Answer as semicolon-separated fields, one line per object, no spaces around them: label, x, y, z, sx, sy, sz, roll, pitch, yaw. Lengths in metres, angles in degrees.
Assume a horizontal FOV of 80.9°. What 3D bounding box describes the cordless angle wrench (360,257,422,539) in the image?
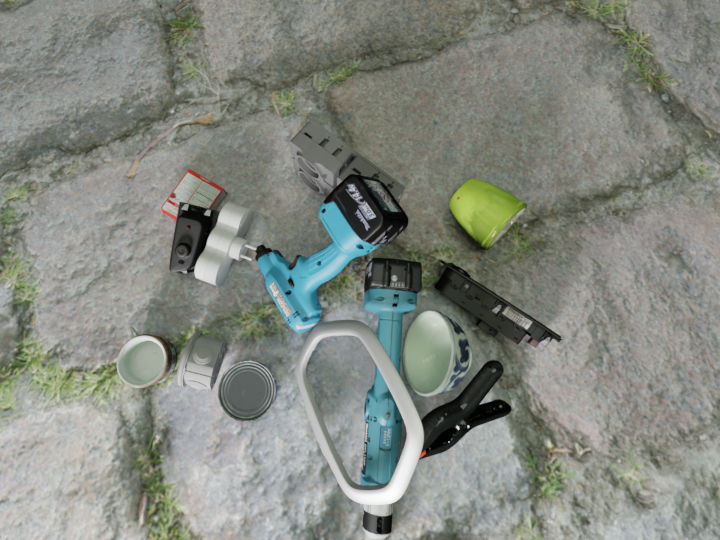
cordless angle wrench;0.033;0.196;0.604;0.074;0.097;0.428;5;78;-4

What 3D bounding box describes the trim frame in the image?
trim frame;-0.013;0.184;0.580;0.186;0.026;0.260;-46;58;25

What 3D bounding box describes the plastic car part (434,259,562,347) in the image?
plastic car part;0.198;0.056;0.656;0.207;0.065;0.067;39;104;9

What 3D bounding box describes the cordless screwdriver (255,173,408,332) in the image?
cordless screwdriver;-0.061;-0.040;0.624;0.250;0.071;0.165;-47;66;27

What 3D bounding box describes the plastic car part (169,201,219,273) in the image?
plastic car part;-0.272;-0.044;0.667;0.065;0.072;0.116;14;96;-9
